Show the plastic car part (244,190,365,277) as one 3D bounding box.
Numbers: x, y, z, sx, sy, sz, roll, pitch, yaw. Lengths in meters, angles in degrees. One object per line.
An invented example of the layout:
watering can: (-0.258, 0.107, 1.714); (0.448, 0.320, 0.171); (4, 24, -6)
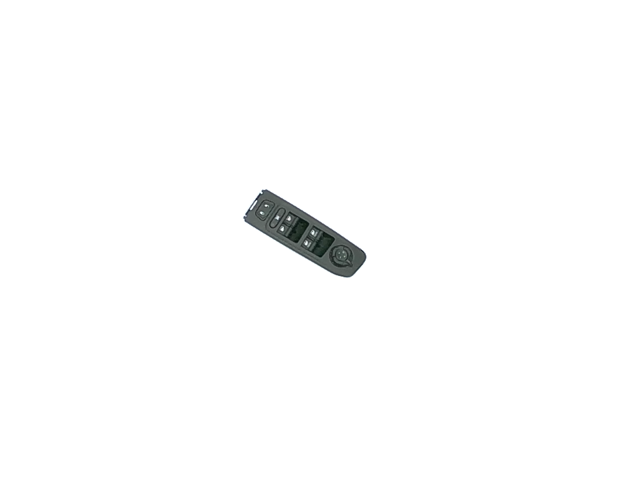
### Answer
plastic car part: (-0.025, 0.001, 0.703); (0.203, 0.066, 0.067); (29, -27, 6)
